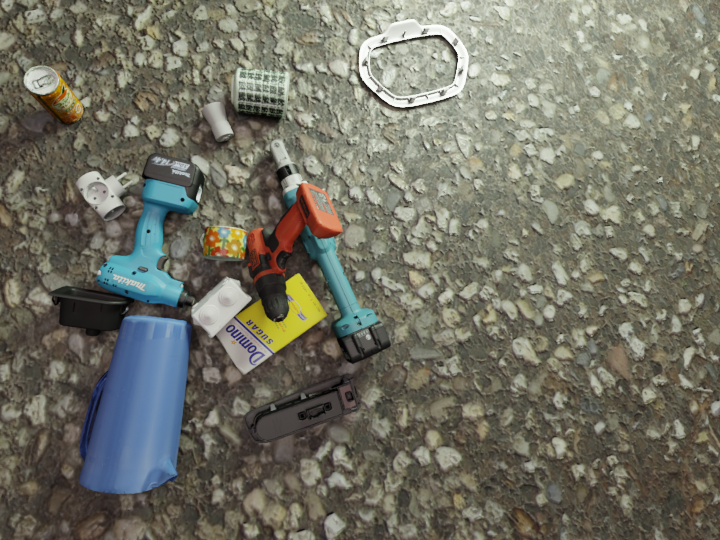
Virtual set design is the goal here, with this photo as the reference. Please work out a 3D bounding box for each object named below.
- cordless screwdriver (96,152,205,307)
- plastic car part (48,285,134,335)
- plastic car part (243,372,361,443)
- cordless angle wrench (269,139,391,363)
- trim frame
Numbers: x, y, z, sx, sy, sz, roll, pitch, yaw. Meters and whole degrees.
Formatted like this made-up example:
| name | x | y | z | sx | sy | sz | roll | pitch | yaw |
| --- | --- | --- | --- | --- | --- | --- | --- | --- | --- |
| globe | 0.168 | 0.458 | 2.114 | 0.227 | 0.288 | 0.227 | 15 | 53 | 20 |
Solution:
| name | x | y | z | sx | sy | sz | roll | pitch | yaw |
| --- | --- | --- | --- | --- | --- | --- | --- | --- | --- |
| cordless screwdriver | -0.330 | -0.065 | 0.730 | 0.157 | 0.075 | 0.250 | 18 | 82 | -6 |
| plastic car part | -0.444 | 0.071 | 0.698 | 0.114 | 0.067 | 0.071 | 14 | 94 | -11 |
| plastic car part | -0.095 | 0.243 | 0.716 | 0.201 | 0.068 | 0.066 | -16 | 92 | -9 |
| cordless angle wrench | -0.074 | -0.048 | 0.758 | 0.073 | 0.097 | 0.429 | -23 | 81 | -11 |
| trim frame | 0.116 | -0.438 | 0.888 | 0.245 | 0.027 | 0.186 | -17 | 82 | -9 |
